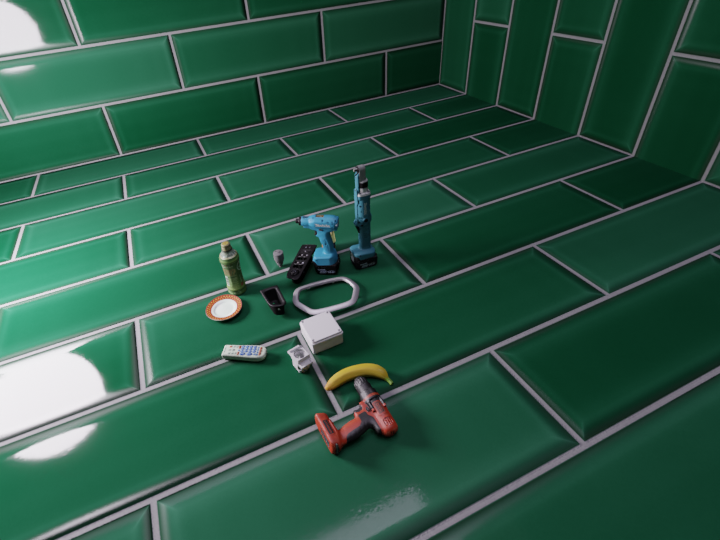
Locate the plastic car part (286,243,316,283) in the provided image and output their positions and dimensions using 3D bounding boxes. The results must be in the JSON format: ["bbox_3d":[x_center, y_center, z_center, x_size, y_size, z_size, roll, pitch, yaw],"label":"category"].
[{"bbox_3d":[-0.229,-0.021,1.643,0.068,0.065,0.204,7,40,14],"label":"plastic car part"}]

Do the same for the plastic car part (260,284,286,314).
[{"bbox_3d":[-0.298,0.115,1.478,0.064,0.068,0.123,-20,40,-20],"label":"plastic car part"}]

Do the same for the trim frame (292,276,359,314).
[{"bbox_3d":[-0.123,0.087,1.524,0.244,0.026,0.194,-16,40,-13],"label":"trim frame"}]

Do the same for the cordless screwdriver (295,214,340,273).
[{"bbox_3d":[-0.156,-0.102,1.594,0.162,0.240,0.075,4,38,9],"label":"cordless screwdriver"}]

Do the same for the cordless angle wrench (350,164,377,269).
[{"bbox_3d":[0.008,-0.194,1.553,0.096,0.409,0.078,-15,39,-16],"label":"cordless angle wrench"}]
